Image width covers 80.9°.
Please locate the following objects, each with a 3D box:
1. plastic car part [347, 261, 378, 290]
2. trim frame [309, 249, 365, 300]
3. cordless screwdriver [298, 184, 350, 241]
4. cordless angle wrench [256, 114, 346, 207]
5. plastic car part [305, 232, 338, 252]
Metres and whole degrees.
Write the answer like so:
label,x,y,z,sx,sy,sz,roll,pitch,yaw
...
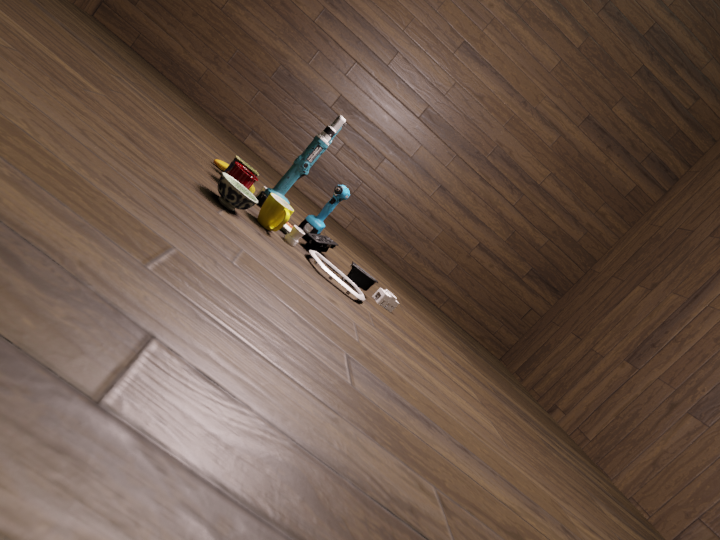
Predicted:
label,x,y,z,sx,sy,sz,roll,pitch,yaw
plastic car part,-0.002,0.031,1.495,0.116,0.071,0.066,41,8,-3
trim frame,-0.076,0.018,1.364,0.241,0.027,0.189,39,7,-17
cordless screwdriver,-0.137,-0.219,1.578,0.075,0.249,0.157,42,8,3
cordless angle wrench,-0.201,-0.376,1.491,0.093,0.424,0.078,36,10,-36
plastic car part,-0.148,-0.097,1.518,0.068,0.067,0.197,43,8,12
